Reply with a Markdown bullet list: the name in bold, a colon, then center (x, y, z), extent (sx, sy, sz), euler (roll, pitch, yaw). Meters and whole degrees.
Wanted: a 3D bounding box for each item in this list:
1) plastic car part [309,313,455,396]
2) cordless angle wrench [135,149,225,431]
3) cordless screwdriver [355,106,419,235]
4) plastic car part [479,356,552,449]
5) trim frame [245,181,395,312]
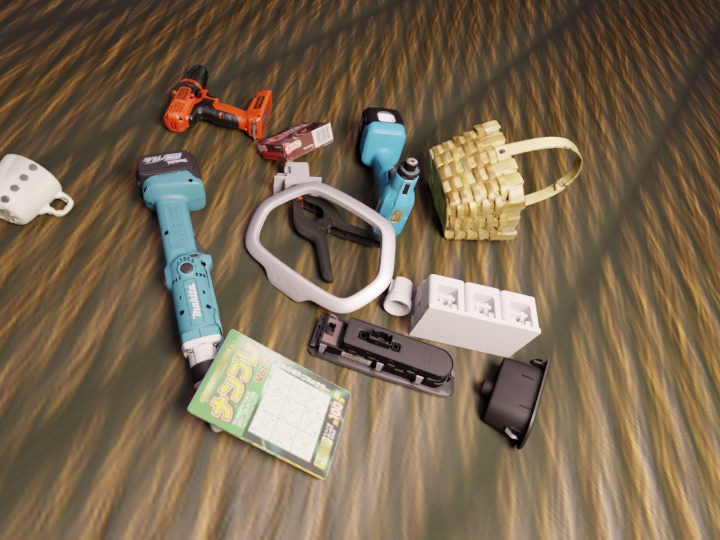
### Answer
- **plastic car part**: center (0.038, 0.107, 0.574), extent (0.204, 0.066, 0.067), euler (21, 47, 2)
- **cordless angle wrench**: center (-0.239, 0.008, 0.593), extent (0.096, 0.073, 0.440), euler (-13, 60, -19)
- **cordless screwdriver**: center (0.049, -0.194, 0.729), extent (0.073, 0.156, 0.257), euler (3, 53, -12)
- **plastic car part**: center (0.199, 0.164, 0.564), extent (0.074, 0.063, 0.116), euler (23, 56, 23)
- **trim frame**: center (-0.063, -0.041, 0.646), extent (0.258, 0.026, 0.183), euler (32, 74, 20)
